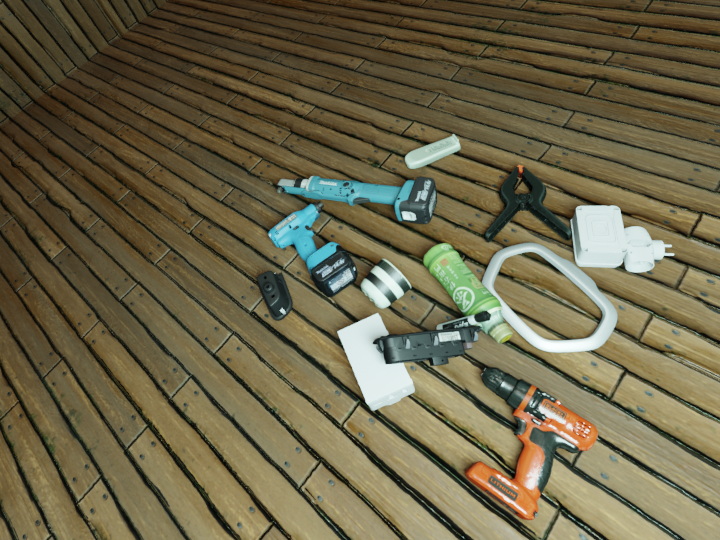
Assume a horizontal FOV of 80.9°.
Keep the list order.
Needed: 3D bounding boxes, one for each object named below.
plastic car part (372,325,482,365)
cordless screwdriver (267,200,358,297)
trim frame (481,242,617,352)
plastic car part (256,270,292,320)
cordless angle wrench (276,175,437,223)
[{"bbox_3d":[0.118,0.138,0.761,0.198,0.067,0.068,1,74,-14],"label":"plastic car part"},{"bbox_3d":[-0.097,-0.064,0.994,0.158,0.071,0.263,-39,52,-10],"label":"cordless screwdriver"},{"bbox_3d":[0.354,0.047,0.810,0.183,0.026,0.262,-34,53,-5],"label":"trim frame"},{"bbox_3d":[-0.199,0.047,0.955,0.066,0.067,0.122,-29,52,-2],"label":"plastic car part"},{"bbox_3d":[-0.029,-0.197,1.062,0.441,0.071,0.098,12,62,26],"label":"cordless angle wrench"}]
